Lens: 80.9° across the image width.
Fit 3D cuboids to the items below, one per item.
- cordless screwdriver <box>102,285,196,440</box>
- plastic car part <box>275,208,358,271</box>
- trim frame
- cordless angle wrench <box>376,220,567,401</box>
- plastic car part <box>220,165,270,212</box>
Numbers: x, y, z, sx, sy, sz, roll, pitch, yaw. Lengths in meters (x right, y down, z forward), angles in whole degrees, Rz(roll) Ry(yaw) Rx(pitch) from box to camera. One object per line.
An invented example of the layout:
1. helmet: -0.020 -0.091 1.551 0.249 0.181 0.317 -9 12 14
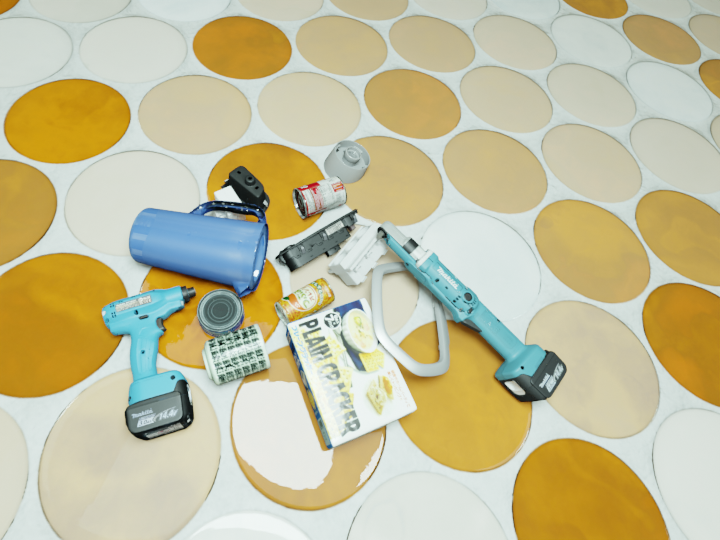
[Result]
1. cordless screwdriver: -0.337 0.143 0.724 0.156 0.073 0.259 -19 62 -18
2. plastic car part: -0.086 -0.056 0.877 0.199 0.068 0.066 -28 97 -22
3. trim frame: 0.098 0.083 0.805 0.178 0.027 0.256 18 44 -19
4. cordless angle wrench: 0.191 0.060 0.805 0.430 0.074 0.097 46 64 8
5. plastic car part: -0.243 -0.183 0.916 0.120 0.069 0.065 40 64 16
